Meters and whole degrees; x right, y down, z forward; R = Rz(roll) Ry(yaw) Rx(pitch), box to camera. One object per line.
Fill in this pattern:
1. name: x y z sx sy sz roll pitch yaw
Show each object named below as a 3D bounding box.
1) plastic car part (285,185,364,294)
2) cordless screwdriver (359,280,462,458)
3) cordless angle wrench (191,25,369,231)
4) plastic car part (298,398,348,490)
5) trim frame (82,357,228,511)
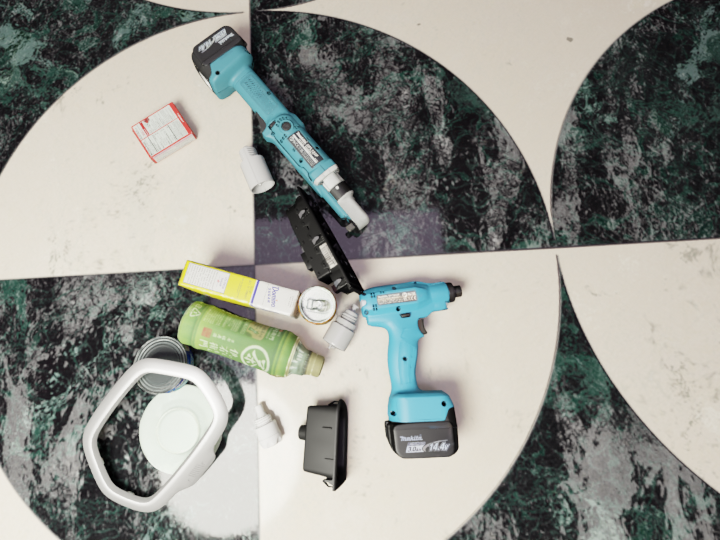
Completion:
1. plastic car part: -0.066 -0.043 0.673 0.068 0.063 0.211 -34 64 19
2. cordless screwdriver: 0.095 0.139 0.634 0.159 0.073 0.254 -9 74 -1
3. cordless angle wrench: -0.128 -0.237 0.728 0.097 0.073 0.430 -39 81 -7
4. plastic car part: -0.057 0.250 0.625 0.072 0.063 0.118 -5 75 13
5. trim frame: -0.302 0.241 0.621 0.185 0.027 0.248 38 94 4
